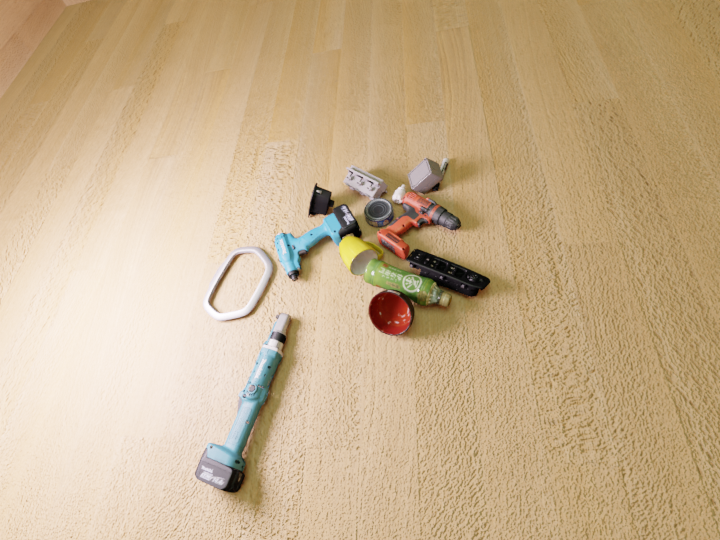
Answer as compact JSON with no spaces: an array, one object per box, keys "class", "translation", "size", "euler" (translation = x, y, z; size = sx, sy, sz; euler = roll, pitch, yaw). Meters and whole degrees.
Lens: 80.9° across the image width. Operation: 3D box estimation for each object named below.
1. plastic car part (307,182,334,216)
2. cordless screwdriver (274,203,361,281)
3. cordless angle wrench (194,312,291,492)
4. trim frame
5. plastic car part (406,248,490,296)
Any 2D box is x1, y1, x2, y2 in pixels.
[{"class":"plastic car part","translation":[-0.115,-0.206,1.271],"size":[0.071,0.116,0.067],"euler":[19,64,-5]},{"class":"cordless screwdriver","translation":[-0.118,-0.077,1.210],"size":[0.250,0.071,0.166],"euler":[-25,57,4]},{"class":"cordless angle wrench","translation":[-0.256,0.295,1.025],"size":[0.101,0.071,0.427],"euler":[9,60,19]},{"class":"trim frame","translation":[-0.359,0.034,1.235],"size":[0.191,0.026,0.250],"euler":[13,66,21]},{"class":"plastic car part","translation":[0.215,0.013,1.060],"size":[0.212,0.065,0.065],"euler":[19,30,24]}]
